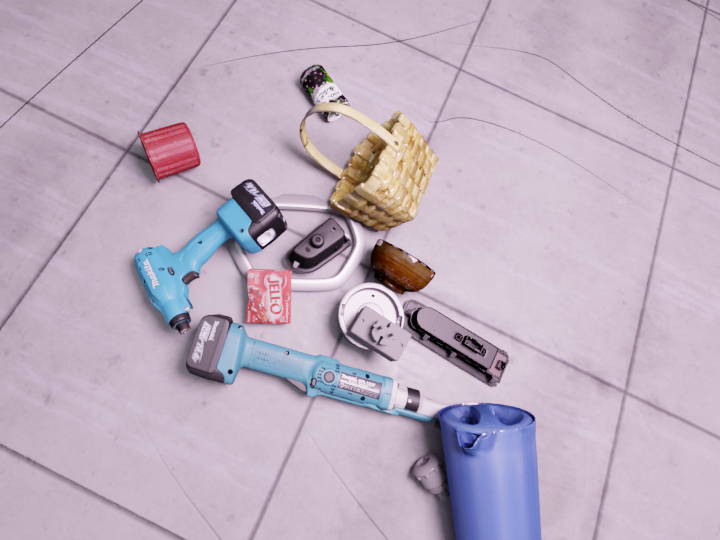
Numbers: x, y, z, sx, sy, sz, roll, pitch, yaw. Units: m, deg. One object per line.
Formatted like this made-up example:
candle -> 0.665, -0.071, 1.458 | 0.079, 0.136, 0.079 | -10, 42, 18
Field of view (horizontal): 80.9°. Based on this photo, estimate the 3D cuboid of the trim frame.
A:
trim frame -> -0.112, -0.054, 0.756 | 0.247, 0.027, 0.187 | 1, 74, -4

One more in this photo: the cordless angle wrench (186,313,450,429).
cordless angle wrench -> -0.056, 0.171, 0.673 | 0.420, 0.074, 0.099 | 17, 73, -4

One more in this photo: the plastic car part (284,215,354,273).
plastic car part -> -0.070, -0.045, 0.711 | 0.115, 0.070, 0.067 | -39, 83, -19

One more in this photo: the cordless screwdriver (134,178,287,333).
cordless screwdriver -> -0.231, -0.024, 0.681 | 0.248, 0.071, 0.166 | -35, 66, -5

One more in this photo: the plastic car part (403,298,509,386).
plastic car part -> 0.162, 0.119, 0.717 | 0.205, 0.066, 0.066 | 31, 80, 6
